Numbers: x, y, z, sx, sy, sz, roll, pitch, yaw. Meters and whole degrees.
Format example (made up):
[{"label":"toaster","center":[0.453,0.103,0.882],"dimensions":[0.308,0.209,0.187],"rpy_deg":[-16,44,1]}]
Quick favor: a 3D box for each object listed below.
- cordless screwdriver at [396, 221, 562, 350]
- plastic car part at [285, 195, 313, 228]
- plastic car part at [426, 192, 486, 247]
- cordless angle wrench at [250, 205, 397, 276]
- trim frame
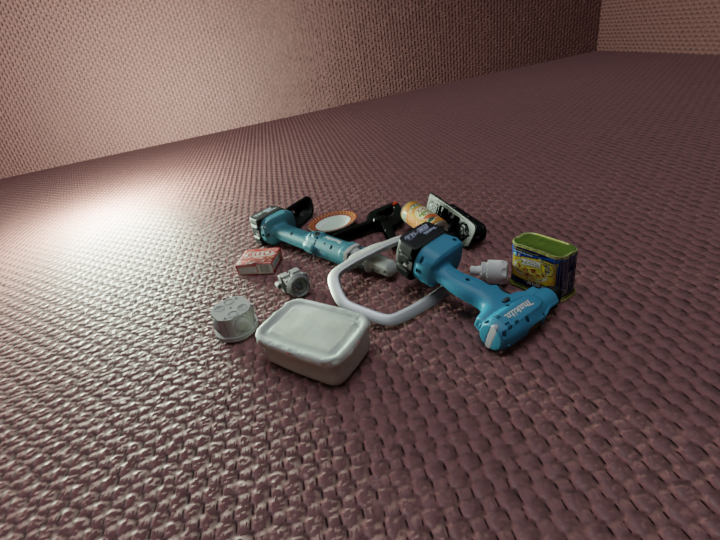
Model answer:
[{"label":"cordless screwdriver","center":[0.187,0.009,0.699],"dimensions":[0.155,0.072,0.263],"rpy_deg":[-27,48,-25]},{"label":"plastic car part","center":[-0.183,-0.156,1.160],"dimensions":[0.073,0.064,0.116],"rpy_deg":[-11,23,29]},{"label":"plastic car part","center":[0.213,-0.109,0.941],"dimensions":[0.065,0.065,0.211],"rpy_deg":[9,24,-19]},{"label":"cordless angle wrench","center":[-0.094,-0.061,0.957],"dimensions":[0.447,0.072,0.096],"rpy_deg":[22,43,40]},{"label":"trim frame","center":[0.059,0.010,0.774],"dimensions":[0.243,0.027,0.194],"rpy_deg":[-29,53,-24]}]
